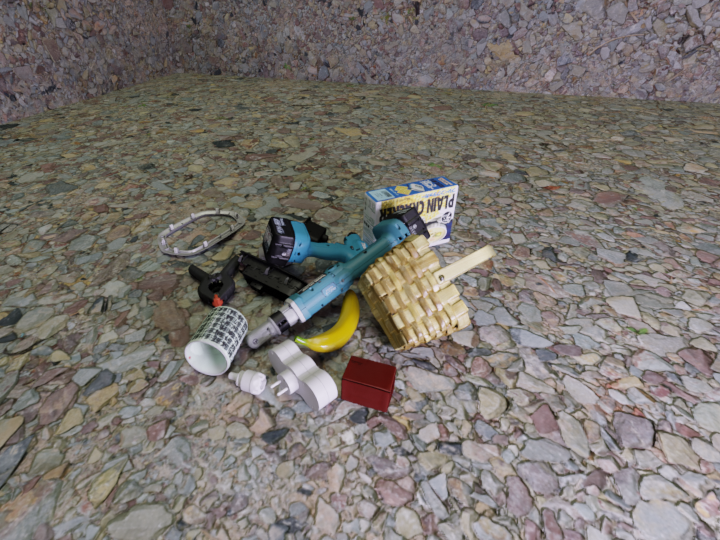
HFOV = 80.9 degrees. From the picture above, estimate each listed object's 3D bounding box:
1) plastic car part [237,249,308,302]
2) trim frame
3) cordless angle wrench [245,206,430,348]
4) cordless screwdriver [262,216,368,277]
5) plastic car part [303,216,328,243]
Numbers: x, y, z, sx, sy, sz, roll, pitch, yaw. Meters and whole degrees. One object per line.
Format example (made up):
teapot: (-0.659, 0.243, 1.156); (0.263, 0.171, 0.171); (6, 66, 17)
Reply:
plastic car part: (-0.190, 0.021, 0.899); (0.212, 0.064, 0.066); (19, 48, 27)
trim frame: (-0.423, -0.109, 1.127); (0.193, 0.027, 0.244); (20, 39, 26)
cordless angle wrench: (-0.044, 0.016, 0.828); (0.417, 0.073, 0.101); (-37, 14, -19)
cordless screwdriver: (-0.093, -0.061, 0.953); (0.241, 0.073, 0.166); (11, 30, -19)
plastic car part: (-0.118, -0.086, 1.057); (0.072, 0.065, 0.116); (23, 35, 6)
